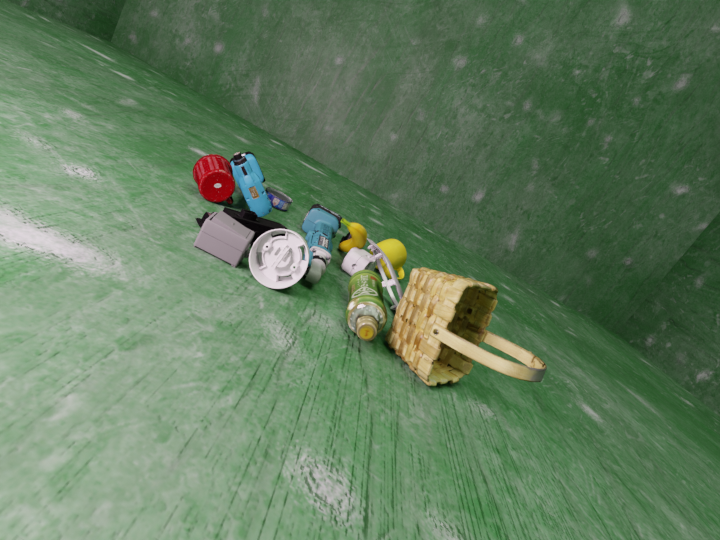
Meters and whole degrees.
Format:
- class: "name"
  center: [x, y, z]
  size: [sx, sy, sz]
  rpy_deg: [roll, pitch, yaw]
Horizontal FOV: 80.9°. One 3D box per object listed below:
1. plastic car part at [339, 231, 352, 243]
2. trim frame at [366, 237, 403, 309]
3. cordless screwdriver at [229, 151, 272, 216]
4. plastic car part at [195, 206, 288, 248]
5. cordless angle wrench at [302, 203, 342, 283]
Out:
- class: "plastic car part"
  center: [-0.016, -0.100, 1.236]
  size: [0.066, 0.071, 0.116]
  rpy_deg: [29, 12, -1]
- class: "trim frame"
  center: [0.054, 0.019, 0.875]
  size: [0.253, 0.027, 0.180]
  rpy_deg: [-112, -177, -76]
- class: "cordless screwdriver"
  center: [-0.289, -0.248, 1.072]
  size: [0.261, 0.074, 0.153]
  rpy_deg: [-124, -167, -57]
- class: "plastic car part"
  center: [-0.222, -0.085, 0.846]
  size: [0.192, 0.067, 0.070]
  rpy_deg: [18, 13, -46]
- class: "cordless angle wrench"
  center: [-0.096, -0.063, 0.985]
  size: [0.096, 0.074, 0.431]
  rpy_deg: [27, 18, -12]
